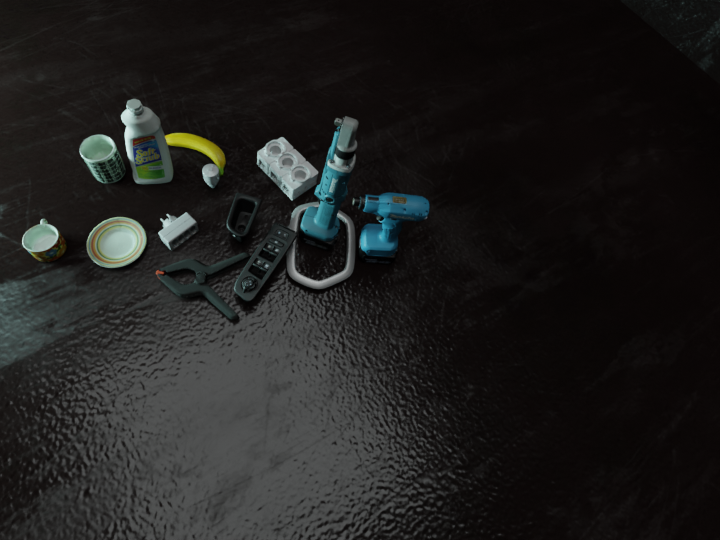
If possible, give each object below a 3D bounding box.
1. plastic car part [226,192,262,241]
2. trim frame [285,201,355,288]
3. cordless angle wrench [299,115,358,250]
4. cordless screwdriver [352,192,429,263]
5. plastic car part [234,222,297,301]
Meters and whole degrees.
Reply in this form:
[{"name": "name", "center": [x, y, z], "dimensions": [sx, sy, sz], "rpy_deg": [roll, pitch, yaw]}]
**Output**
[{"name": "plastic car part", "center": [-0.289, -0.121, 1.036], "dimensions": [0.066, 0.070, 0.118], "rpy_deg": [14, 63, -5]}, {"name": "trim frame", "center": [-0.104, -0.068, 1.062], "dimensions": [0.182, 0.027, 0.254], "rpy_deg": [4, 64, -7]}, {"name": "cordless angle wrench", "center": [-0.061, -0.171, 0.900], "dimensions": [0.098, 0.419, 0.075], "rpy_deg": [20, 64, -5]}, {"name": "cordless screwdriver", "center": [0.040, -0.099, 0.976], "dimensions": [0.157, 0.246, 0.076], "rpy_deg": [7, 66, -10]}, {"name": "plastic car part", "center": [-0.226, -0.014, 0.996], "dimensions": [0.067, 0.066, 0.203], "rpy_deg": [28, 63, 2]}]
